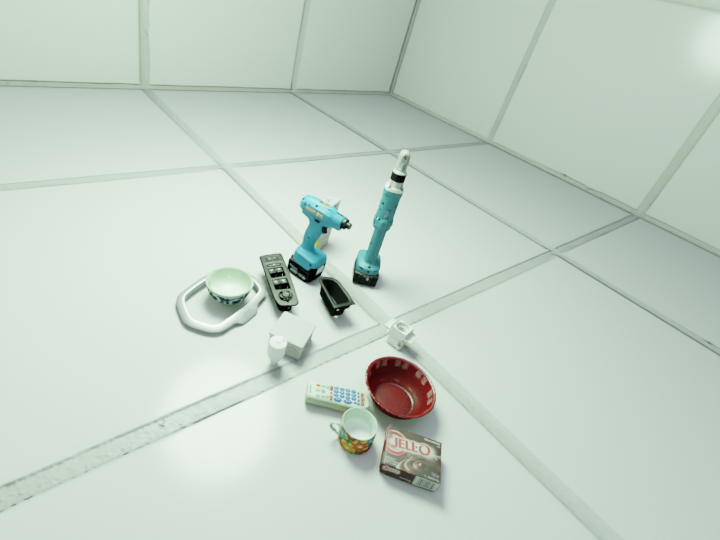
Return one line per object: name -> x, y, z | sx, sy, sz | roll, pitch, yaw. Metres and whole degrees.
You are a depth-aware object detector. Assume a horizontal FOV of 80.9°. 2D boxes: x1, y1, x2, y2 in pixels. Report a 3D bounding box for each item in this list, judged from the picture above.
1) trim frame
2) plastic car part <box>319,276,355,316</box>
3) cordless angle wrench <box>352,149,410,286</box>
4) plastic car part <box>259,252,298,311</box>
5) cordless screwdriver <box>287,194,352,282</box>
trim frame -> -0.355, 0.073, 1.090 | 0.190, 0.027, 0.245 | 25, 36, 15
plastic car part -> -0.075, 0.078, 1.147 | 0.063, 0.070, 0.123 | -7, 40, -31
cordless angle wrench -> 0.064, -0.142, 1.204 | 0.074, 0.416, 0.100 | 14, 34, -6
plastic car part -> -0.225, 0.038, 1.153 | 0.064, 0.066, 0.214 | -3, 38, -27
cordless screwdriver -> -0.117, -0.077, 1.197 | 0.166, 0.245, 0.072 | 32, 36, 22
